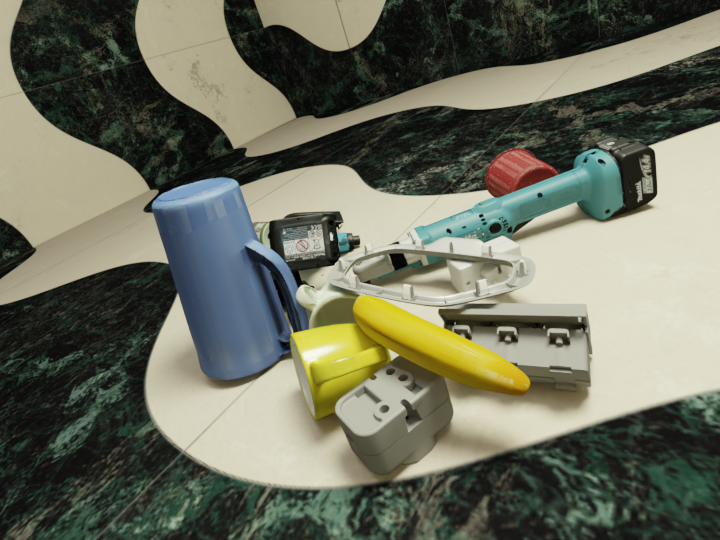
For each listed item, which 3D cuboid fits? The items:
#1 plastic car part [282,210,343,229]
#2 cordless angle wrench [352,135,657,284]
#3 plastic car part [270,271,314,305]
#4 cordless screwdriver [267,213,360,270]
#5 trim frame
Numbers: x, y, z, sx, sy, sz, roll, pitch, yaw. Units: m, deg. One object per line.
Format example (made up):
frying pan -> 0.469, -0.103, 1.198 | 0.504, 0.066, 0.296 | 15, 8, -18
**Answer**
plastic car part -> -0.095, -0.078, 0.844 | 0.116, 0.069, 0.068 | -5, 23, -4
cordless angle wrench -> 0.187, -0.071, 0.615 | 0.427, 0.094, 0.076 | -21, 27, 8
plastic car part -> -0.172, 0.032, 0.708 | 0.210, 0.066, 0.065 | -5, 13, 23
cordless screwdriver -> -0.067, -0.044, 0.684 | 0.158, 0.074, 0.250 | -8, 2, -5
trim frame -> 0.072, -0.006, 0.501 | 0.178, 0.027, 0.262 | -24, 22, -40
